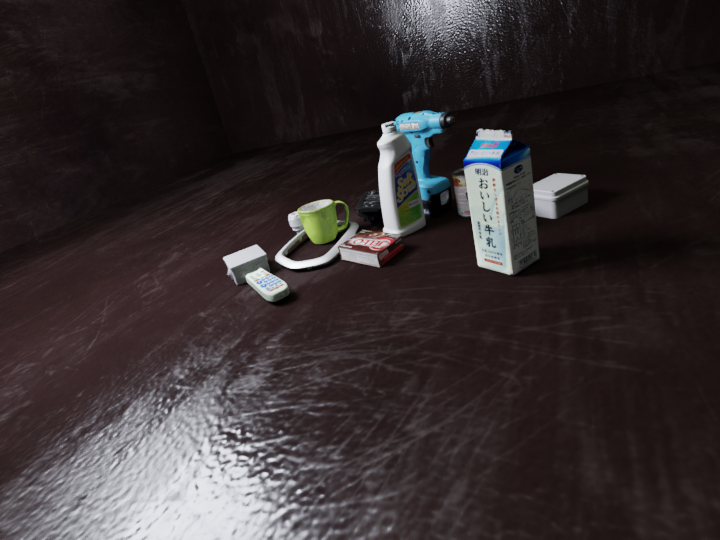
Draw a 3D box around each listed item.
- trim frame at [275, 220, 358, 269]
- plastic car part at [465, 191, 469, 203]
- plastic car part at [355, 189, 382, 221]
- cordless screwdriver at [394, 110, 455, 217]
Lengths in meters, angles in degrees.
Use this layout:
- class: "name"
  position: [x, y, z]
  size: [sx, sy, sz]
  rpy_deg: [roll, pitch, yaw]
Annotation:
- class: "trim frame"
  position: [-0.100, -0.066, 1.025]
  size: [0.191, 0.027, 0.246]
  rpy_deg: [-2, 28, 26]
- class: "plastic car part"
  position: [0.262, -0.125, 0.890]
  size: [0.068, 0.069, 0.117]
  rpy_deg: [-8, 25, 15]
- class: "plastic car part"
  position: [0.035, -0.169, 1.116]
  size: [0.067, 0.065, 0.205]
  rpy_deg: [-10, 25, 11]
- class: "cordless screwdriver"
  position: [0.168, -0.252, 1.003]
  size: [0.072, 0.241, 0.168]
  rpy_deg: [-28, 26, -31]
